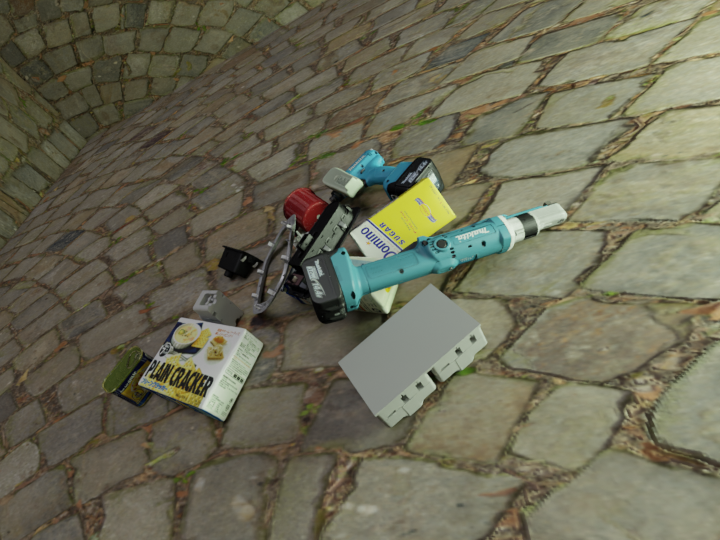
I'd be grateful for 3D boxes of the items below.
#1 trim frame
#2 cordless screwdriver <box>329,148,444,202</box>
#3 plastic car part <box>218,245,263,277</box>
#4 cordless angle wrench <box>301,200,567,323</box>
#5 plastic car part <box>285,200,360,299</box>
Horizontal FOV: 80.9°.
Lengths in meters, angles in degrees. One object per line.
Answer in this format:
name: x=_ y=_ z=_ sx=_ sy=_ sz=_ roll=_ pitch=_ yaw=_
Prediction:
trim frame: x=-0.182 y=-0.017 z=0.893 sx=0.185 sy=0.026 sz=0.255 roll=-46 pitch=27 yaw=34
cordless screwdriver: x=0.044 y=-0.184 z=0.917 sx=0.158 sy=0.070 sz=0.263 roll=-47 pitch=38 yaw=-11
plastic car part: x=-0.301 y=-0.015 z=1.016 sx=0.123 sy=0.062 sz=0.071 roll=10 pitch=73 yaw=44
cordless angle wrench: x=0.122 y=-0.028 z=0.661 sx=0.422 sy=0.071 sz=0.102 roll=-18 pitch=57 yaw=-3
plastic car part: x=-0.075 y=-0.049 z=0.768 sx=0.202 sy=0.064 sz=0.069 roll=-55 pitch=26 yaw=-18
